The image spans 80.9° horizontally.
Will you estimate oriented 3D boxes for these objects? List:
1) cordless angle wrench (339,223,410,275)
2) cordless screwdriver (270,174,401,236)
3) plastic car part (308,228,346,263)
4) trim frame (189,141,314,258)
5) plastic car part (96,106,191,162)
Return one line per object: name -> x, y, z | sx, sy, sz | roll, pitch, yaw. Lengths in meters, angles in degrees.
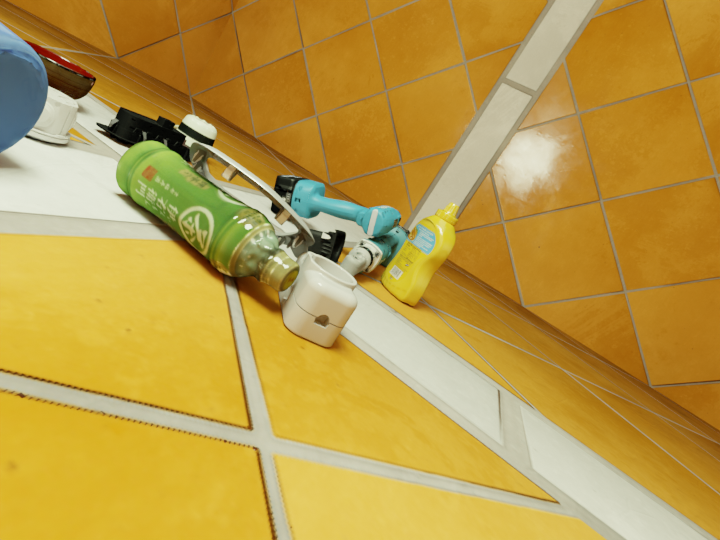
cordless angle wrench -> 0.031, -0.039, 0.837 | 0.076, 0.098, 0.415 | 36, 15, 6
cordless screwdriver -> -0.044, -0.129, 0.847 | 0.258, 0.073, 0.155 | 18, 17, 20
plastic car part -> -0.067, -0.044, 0.684 | 0.072, 0.066, 0.116 | 18, 7, 3
trim frame -> -0.135, -0.078, 0.512 | 0.179, 0.027, 0.257 | 42, -14, -18
plastic car part -> -0.362, -0.238, 0.740 | 0.067, 0.067, 0.199 | 40, 15, 5
